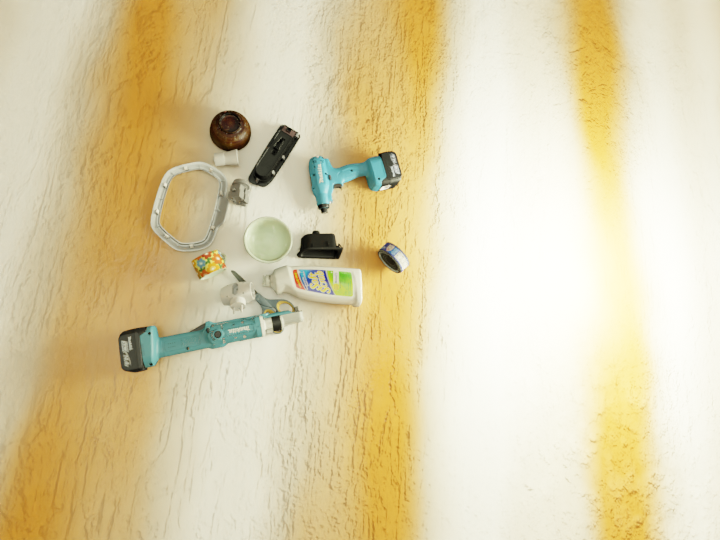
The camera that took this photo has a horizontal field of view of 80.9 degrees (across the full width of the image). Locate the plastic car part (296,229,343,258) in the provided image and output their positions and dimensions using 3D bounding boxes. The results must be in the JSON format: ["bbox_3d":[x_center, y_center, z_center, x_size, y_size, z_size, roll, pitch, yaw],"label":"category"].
[{"bbox_3d":[-0.110,-0.072,1.121,0.115,0.065,0.073,3,63,-8],"label":"plastic car part"}]

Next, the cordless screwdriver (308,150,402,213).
[{"bbox_3d":[-0.014,-0.245,1.170,0.246,0.074,0.161,-7,79,-8],"label":"cordless screwdriver"}]

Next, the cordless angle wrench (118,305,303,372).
[{"bbox_3d":[-0.342,0.152,1.010,0.415,0.075,0.099,-10,80,-13],"label":"cordless angle wrench"}]

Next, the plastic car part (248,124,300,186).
[{"bbox_3d":[-0.233,-0.316,1.153,0.065,0.068,0.203,31,76,-13],"label":"plastic car part"}]

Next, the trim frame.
[{"bbox_3d":[-0.437,-0.170,1.096,0.181,0.027,0.251,12,73,-9],"label":"trim frame"}]
